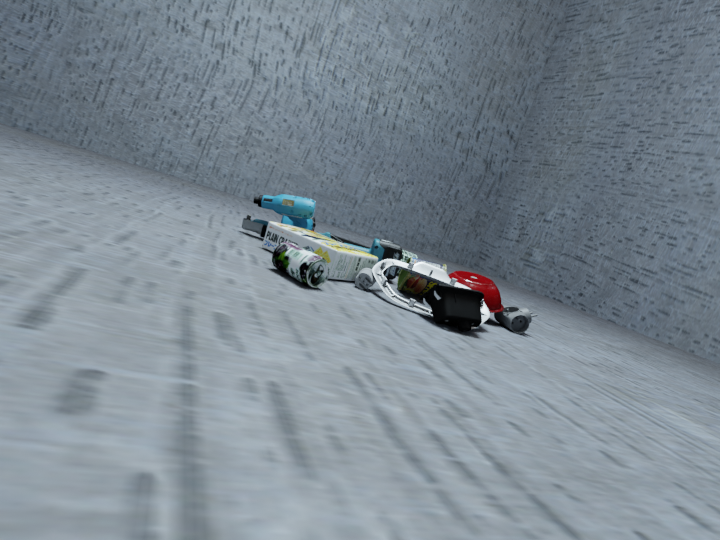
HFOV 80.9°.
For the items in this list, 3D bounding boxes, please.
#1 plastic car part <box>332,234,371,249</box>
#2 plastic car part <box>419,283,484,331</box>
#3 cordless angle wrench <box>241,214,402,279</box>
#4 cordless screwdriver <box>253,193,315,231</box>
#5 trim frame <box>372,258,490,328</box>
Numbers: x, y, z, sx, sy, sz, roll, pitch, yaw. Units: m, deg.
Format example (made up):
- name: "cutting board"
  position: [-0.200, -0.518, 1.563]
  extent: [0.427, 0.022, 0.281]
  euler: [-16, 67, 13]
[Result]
- name: "plastic car part"
  position: [-0.028, -0.050, 1.204]
  extent: [0.210, 0.066, 0.064]
  euler: [21, -3, 19]
- name: "plastic car part"
  position: [0.175, 0.072, 0.755]
  extent: [0.113, 0.073, 0.066]
  euler: [12, -30, -17]
- name: "cordless angle wrench"
  position: [-0.108, -0.071, 1.105]
  extent: [0.426, 0.097, 0.074]
  euler: [14, 6, 4]
- name: "cordless screwdriver"
  position: [-0.203, -0.150, 1.180]
  extent: [0.160, 0.075, 0.246]
  euler: [11, -11, 0]
- name: "trim frame"
  position: [0.143, 0.039, 0.857]
  extent: [0.252, 0.027, 0.185]
  euler: [19, 29, 5]
